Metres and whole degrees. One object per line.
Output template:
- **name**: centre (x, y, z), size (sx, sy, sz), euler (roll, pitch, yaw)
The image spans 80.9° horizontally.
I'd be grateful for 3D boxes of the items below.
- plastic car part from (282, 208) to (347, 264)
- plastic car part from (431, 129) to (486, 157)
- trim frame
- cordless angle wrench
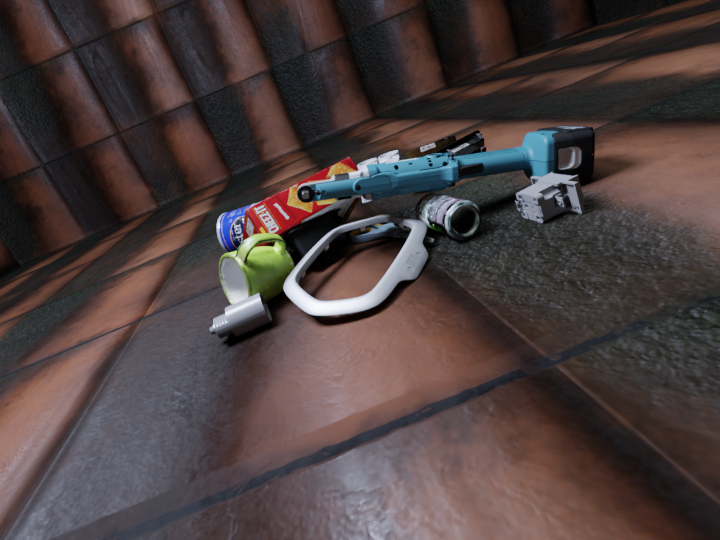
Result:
- **plastic car part**: centre (-0.069, -0.045, 0.706), size (0.114, 0.073, 0.066), euler (-32, -15, -37)
- **plastic car part**: centre (0.183, -0.213, 0.865), size (0.200, 0.063, 0.071), euler (-27, 47, -13)
- **trim frame**: centre (-0.002, -0.015, 0.597), size (0.192, 0.026, 0.247), euler (1, 34, 30)
- **cordless angle wrench**: centre (0.114, -0.147, 0.632), size (0.424, 0.073, 0.100), euler (-8, 19, 2)
